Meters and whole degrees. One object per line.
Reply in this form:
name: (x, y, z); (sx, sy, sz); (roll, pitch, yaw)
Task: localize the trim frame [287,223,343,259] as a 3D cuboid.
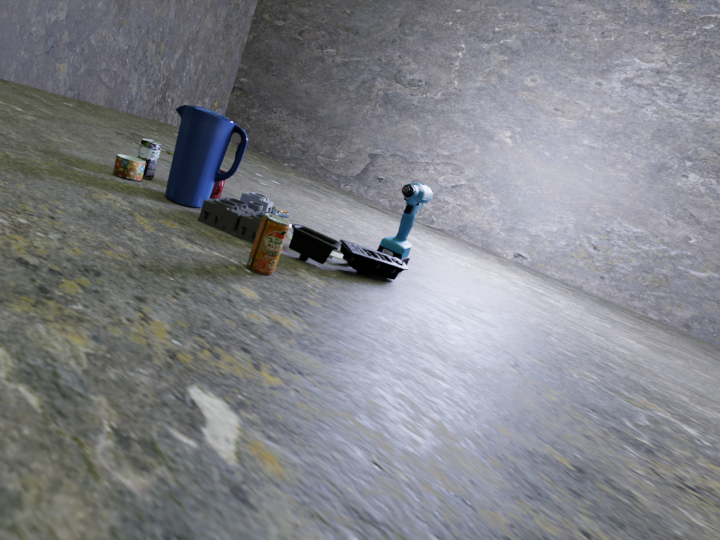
trim frame: (-0.109, -0.072, 1.118); (0.248, 0.027, 0.186); (19, 14, -3)

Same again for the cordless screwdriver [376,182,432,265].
cordless screwdriver: (0.109, -0.115, 1.129); (0.078, 0.247, 0.153); (27, 14, 22)

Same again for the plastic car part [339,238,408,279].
plastic car part: (0.033, -0.017, 1.029); (0.193, 0.066, 0.070); (11, 17, -32)

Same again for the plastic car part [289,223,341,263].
plastic car part: (-0.111, -0.054, 0.962); (0.118, 0.070, 0.065); (22, 14, 7)
